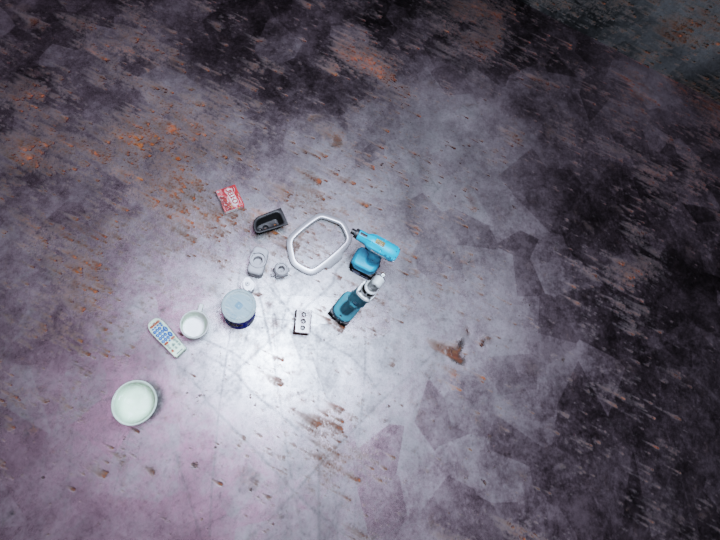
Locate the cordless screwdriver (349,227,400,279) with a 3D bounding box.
[{"bbox_3d":[0.017,-0.057,1.375,0.159,0.249,0.074,30,69,-3],"label":"cordless screwdriver"}]

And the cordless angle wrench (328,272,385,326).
[{"bbox_3d":[-0.007,0.082,1.230,0.075,0.423,0.097,40,69,-1],"label":"cordless angle wrench"}]

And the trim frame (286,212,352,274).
[{"bbox_3d":[-0.145,-0.095,1.479,0.246,0.027,0.187,-42,82,-19],"label":"trim frame"}]

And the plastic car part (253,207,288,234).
[{"bbox_3d":[-0.316,-0.157,1.448,0.114,0.071,0.067,-23,79,-17],"label":"plastic car part"}]
